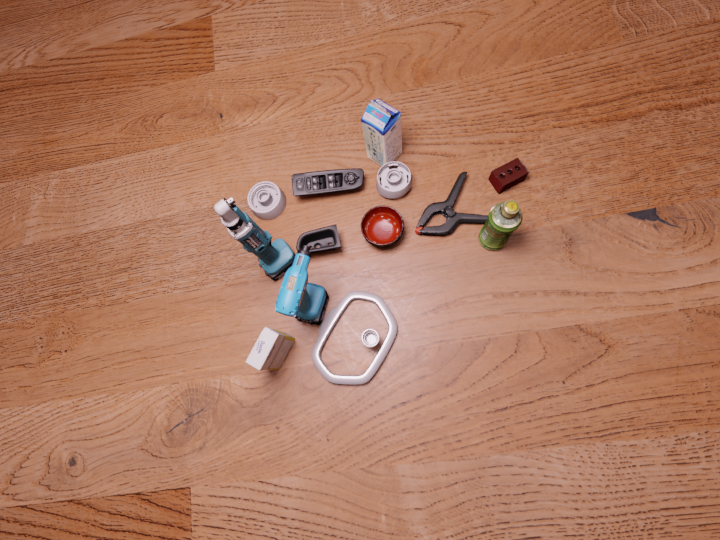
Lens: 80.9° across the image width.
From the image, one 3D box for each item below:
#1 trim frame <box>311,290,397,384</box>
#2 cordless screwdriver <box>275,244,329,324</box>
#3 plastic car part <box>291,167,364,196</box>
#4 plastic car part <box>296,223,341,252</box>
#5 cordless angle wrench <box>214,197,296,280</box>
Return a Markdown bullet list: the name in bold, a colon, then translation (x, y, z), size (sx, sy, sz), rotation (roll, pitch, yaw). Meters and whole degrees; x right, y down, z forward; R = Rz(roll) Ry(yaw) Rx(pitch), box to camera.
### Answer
- **trim frame**: translation (-0.018, 0.169, 1.072), size (0.190, 0.026, 0.248), rotation (28, 80, 17)
- **cordless screwdriver**: translation (-0.132, 0.044, 1.019), size (0.076, 0.241, 0.160), rotation (14, 77, 10)
- **plastic car part**: translation (-0.089, -0.243, 1.192), size (0.206, 0.065, 0.067), rotation (-6, 74, 9)
- **plastic car part**: translation (-0.112, -0.073, 1.143), size (0.118, 0.069, 0.067), rotation (-12, 73, 6)
- **cordless angle wrench**: translation (-0.244, -0.071, 0.987), size (0.098, 0.410, 0.077), rotation (-37, 75, -4)
